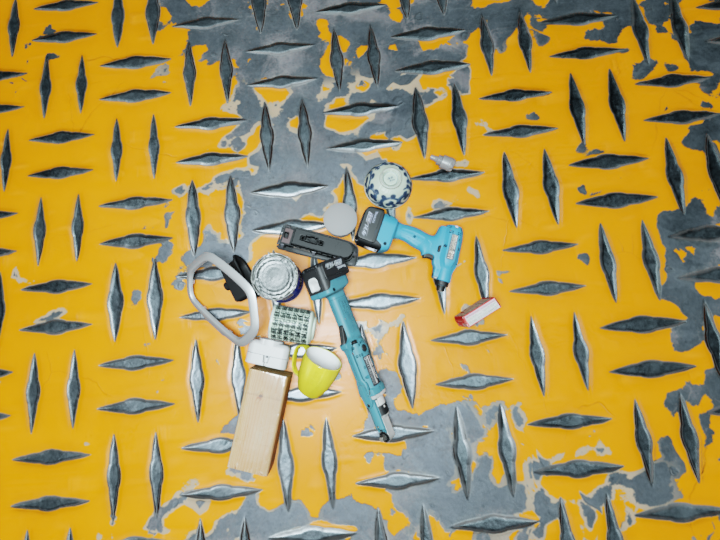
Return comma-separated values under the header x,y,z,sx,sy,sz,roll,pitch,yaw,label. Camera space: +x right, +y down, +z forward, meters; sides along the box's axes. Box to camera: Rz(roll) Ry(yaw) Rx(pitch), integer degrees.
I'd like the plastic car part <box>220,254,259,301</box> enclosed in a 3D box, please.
x,y,z,sx,sy,sz,roll,pitch,yaw,label
-0.294,0.028,1.018,0.071,0.064,0.119,-36,78,9,plastic car part

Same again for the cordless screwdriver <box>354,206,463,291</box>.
x,y,z,sx,sy,sz,roll,pitch,yaw,label
0.110,-0.054,1.004,0.249,0.074,0.160,15,82,1,cordless screwdriver

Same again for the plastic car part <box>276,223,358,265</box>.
x,y,z,sx,sy,sz,roll,pitch,yaw,label
-0.100,-0.065,1.022,0.204,0.066,0.067,16,71,2,plastic car part

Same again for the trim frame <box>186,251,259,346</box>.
x,y,z,sx,sy,sz,roll,pitch,yaw,label
-0.319,0.065,0.972,0.259,0.026,0.183,34,116,22,trim frame

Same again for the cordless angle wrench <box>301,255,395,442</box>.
x,y,z,sx,sy,sz,roll,pitch,yaw,label
-0.012,0.179,0.962,0.076,0.094,0.426,-26,83,41,cordless angle wrench
